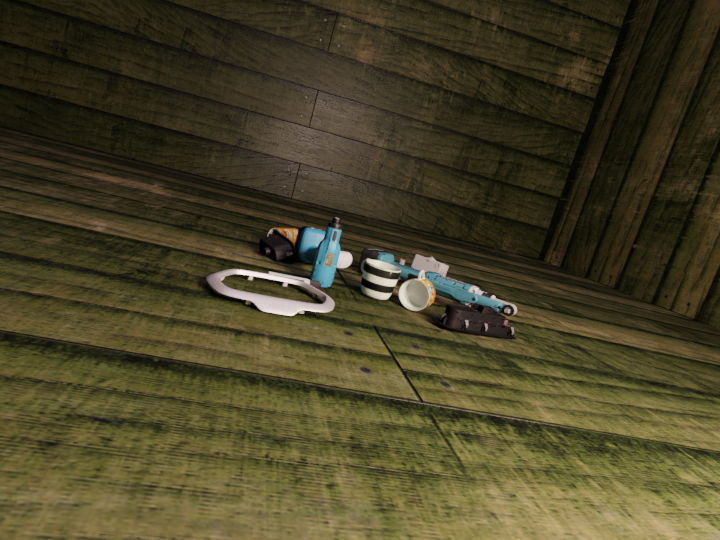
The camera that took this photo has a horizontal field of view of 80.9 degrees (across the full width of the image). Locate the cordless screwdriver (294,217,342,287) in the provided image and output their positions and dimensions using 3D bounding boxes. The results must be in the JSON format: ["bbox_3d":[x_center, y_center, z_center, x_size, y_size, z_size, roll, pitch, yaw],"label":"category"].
[{"bbox_3d":[-0.103,-0.067,1.050,0.072,0.158,0.258,12,10,-20],"label":"cordless screwdriver"}]

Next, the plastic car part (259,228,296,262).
[{"bbox_3d":[-0.227,-0.057,1.111,0.068,0.065,0.123,-12,29,-35],"label":"plastic car part"}]

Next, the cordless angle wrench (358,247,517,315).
[{"bbox_3d":[0.186,0.031,1.092,0.447,0.074,0.093,20,12,37],"label":"cordless angle wrench"}]

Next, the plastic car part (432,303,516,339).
[{"bbox_3d":[0.253,0.108,0.921,0.195,0.066,0.069,6,20,-24],"label":"plastic car part"}]

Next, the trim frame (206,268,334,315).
[{"bbox_3d":[-0.168,0.040,0.802,0.241,0.027,0.191,13,11,-18],"label":"trim frame"}]
